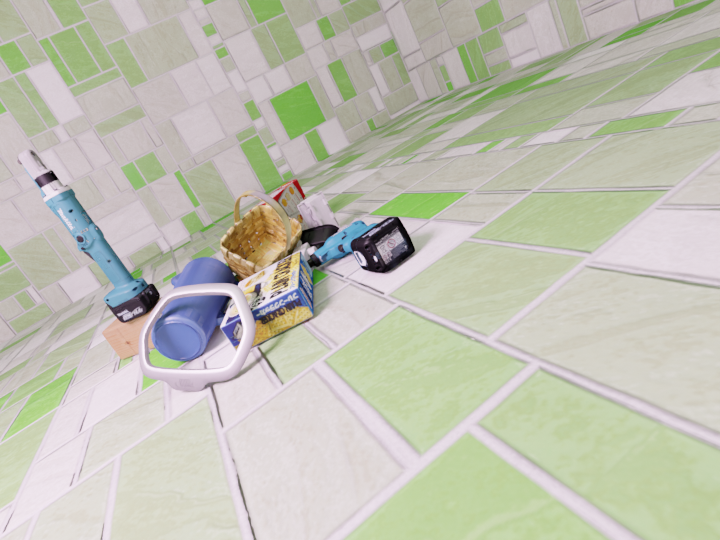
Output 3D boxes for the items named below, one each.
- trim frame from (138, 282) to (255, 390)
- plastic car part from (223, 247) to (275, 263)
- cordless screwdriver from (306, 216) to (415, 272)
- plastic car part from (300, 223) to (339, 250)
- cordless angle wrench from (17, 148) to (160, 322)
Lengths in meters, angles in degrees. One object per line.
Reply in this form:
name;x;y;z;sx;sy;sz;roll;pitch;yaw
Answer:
trim frame;-0.289;0.112;0.735;0.256;0.026;0.188;-6;66;20
plastic car part;-0.303;-0.024;1.174;0.064;0.065;0.213;-29;21;-36
cordless screwdriver;-0.012;-0.044;0.857;0.157;0.072;0.258;-34;17;-15
plastic car part;-0.103;-0.067;1.052;0.121;0.063;0.072;-12;39;31
cordless angle wrench;-0.610;-0.077;0.944;0.099;0.411;0.075;-24;18;13
